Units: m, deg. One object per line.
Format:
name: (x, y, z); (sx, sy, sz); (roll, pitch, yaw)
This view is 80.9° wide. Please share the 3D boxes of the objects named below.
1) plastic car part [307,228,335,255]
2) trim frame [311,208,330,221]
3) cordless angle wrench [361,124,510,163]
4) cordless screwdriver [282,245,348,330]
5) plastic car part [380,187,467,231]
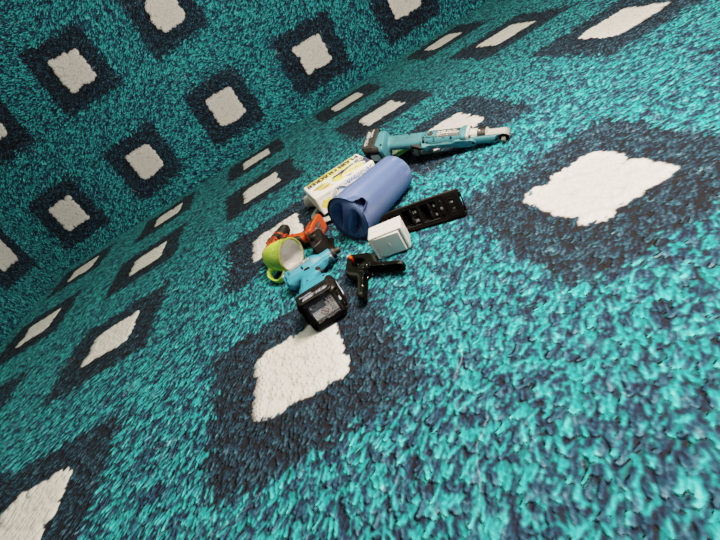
plastic car part: (-0.110, -0.072, 1.129); (0.066, 0.068, 0.120); (-33, 25, 6)
trim frame: (-0.047, -0.217, 1.328); (0.254, 0.026, 0.188); (-24, 32, 20)
cordless angle wrench: (0.209, -0.379, 1.230); (0.444, 0.070, 0.099); (5, 65, 34)
cordless screwdriver: (-0.089, 0.023, 0.967); (0.159, 0.071, 0.259); (-34, 25, -3)
plastic car part: (0.141, -0.137, 0.990); (0.209, 0.064, 0.067); (-17, 21, 26)
